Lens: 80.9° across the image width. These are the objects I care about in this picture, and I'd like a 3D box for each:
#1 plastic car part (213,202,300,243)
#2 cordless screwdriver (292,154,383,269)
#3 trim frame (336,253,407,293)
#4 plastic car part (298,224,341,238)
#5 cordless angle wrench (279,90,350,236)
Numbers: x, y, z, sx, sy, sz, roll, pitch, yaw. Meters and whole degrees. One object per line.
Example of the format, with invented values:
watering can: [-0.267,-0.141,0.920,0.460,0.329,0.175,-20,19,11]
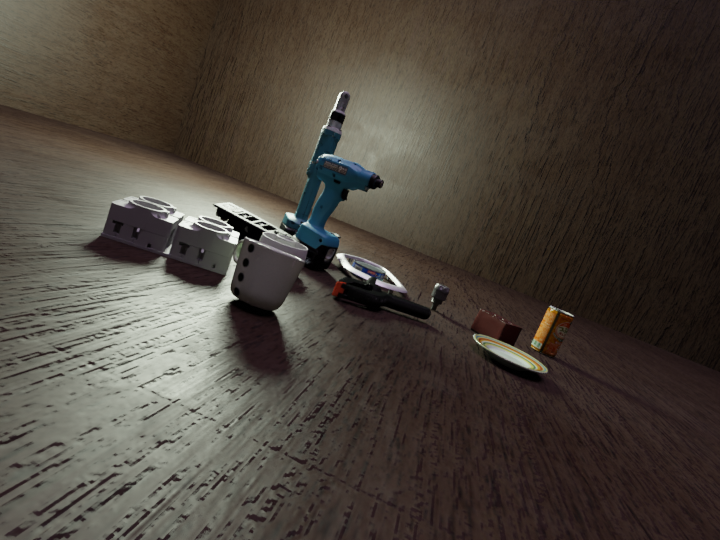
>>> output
plastic car part: [-0.231,-0.085,0.919,0.209,0.067,0.064,23,9,16]
cordless screwdriver: [-0.058,-0.119,0.927,0.167,0.248,0.071,26,9,27]
trim frame: [0.028,0.007,1.078,0.180,0.027,0.255,18,9,-14]
plastic car part: [-0.107,-0.070,1.091,0.110,0.070,0.070,13,11,-41]
cordless angle wrench: [-0.113,-0.267,1.118,0.072,0.421,0.102,19,8,-21]
